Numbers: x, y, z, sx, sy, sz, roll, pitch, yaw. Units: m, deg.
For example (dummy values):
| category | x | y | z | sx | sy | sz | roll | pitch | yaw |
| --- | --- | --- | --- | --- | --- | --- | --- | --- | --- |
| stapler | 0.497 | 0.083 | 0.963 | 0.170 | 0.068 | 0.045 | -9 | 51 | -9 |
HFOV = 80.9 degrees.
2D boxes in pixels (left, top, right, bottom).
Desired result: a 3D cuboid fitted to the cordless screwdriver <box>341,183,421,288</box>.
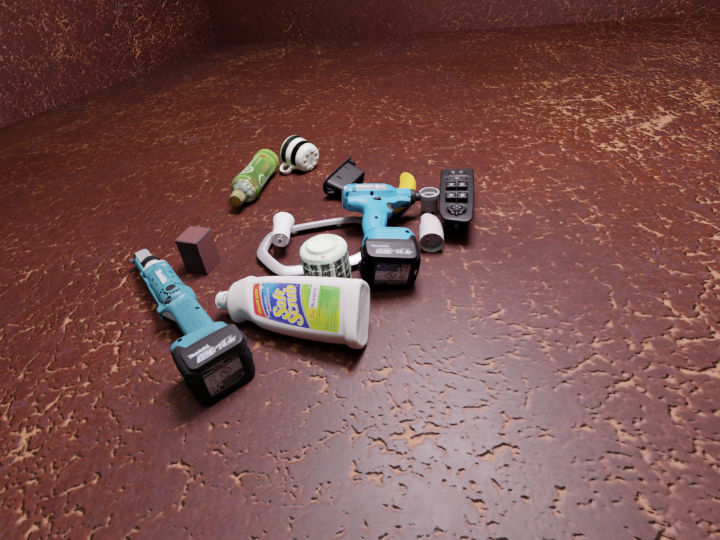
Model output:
| category | x | y | z | sx | sy | sz | roll | pitch | yaw |
| --- | --- | --- | --- | --- | --- | --- | --- | --- | --- |
| cordless screwdriver | 0.057 | -0.079 | 0.775 | 0.158 | 0.072 | 0.258 | -3 | 42 | -7 |

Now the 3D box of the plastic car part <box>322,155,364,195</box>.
| category | x | y | z | sx | sy | sz | roll | pitch | yaw |
| --- | --- | --- | --- | --- | --- | --- | --- | --- | --- |
| plastic car part | -0.031 | -0.208 | 1.000 | 0.073 | 0.064 | 0.116 | 25 | 50 | 17 |

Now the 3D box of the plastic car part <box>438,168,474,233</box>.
| category | x | y | z | sx | sy | sz | roll | pitch | yaw |
| --- | --- | --- | --- | --- | --- | --- | --- | --- | --- |
| plastic car part | 0.189 | -0.137 | 0.843 | 0.067 | 0.065 | 0.205 | 7 | 36 | 8 |

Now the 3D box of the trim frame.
| category | x | y | z | sx | sy | sz | roll | pitch | yaw |
| --- | --- | --- | --- | --- | --- | --- | --- | --- | --- |
| trim frame | -0.082 | -0.053 | 0.834 | 0.249 | 0.026 | 0.191 | -12 | 39 | 0 |

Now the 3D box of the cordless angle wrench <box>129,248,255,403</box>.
| category | x | y | z | sx | sy | sz | roll | pitch | yaw |
| --- | --- | --- | --- | --- | --- | --- | --- | --- | --- |
| cordless angle wrench | -0.316 | 0.052 | 0.721 | 0.096 | 0.071 | 0.448 | -30 | 40 | -26 |
